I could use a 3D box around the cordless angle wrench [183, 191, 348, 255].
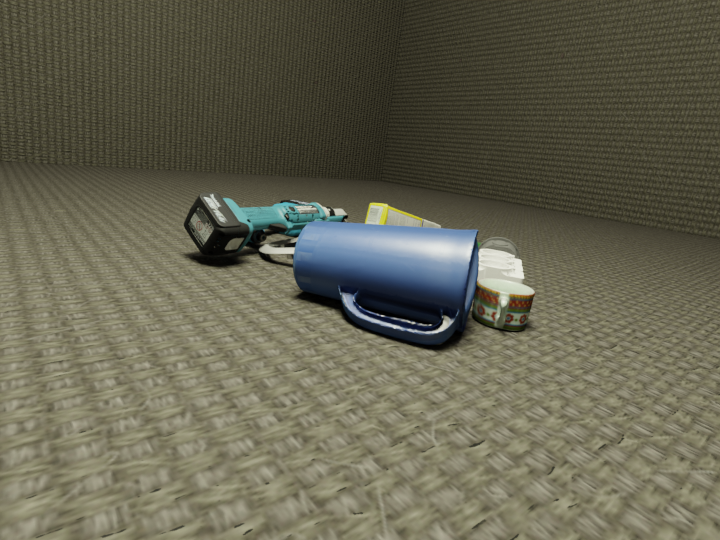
[{"bbox_3d":[-0.155,-0.106,0.867,0.101,0.075,0.407,50,31,16],"label":"cordless angle wrench"}]

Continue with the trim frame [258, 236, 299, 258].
[{"bbox_3d":[-0.083,-0.054,0.845,0.239,0.027,0.194,-18,19,-38],"label":"trim frame"}]

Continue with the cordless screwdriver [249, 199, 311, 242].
[{"bbox_3d":[-0.198,-0.108,0.972,0.168,0.073,0.239,18,23,36],"label":"cordless screwdriver"}]
